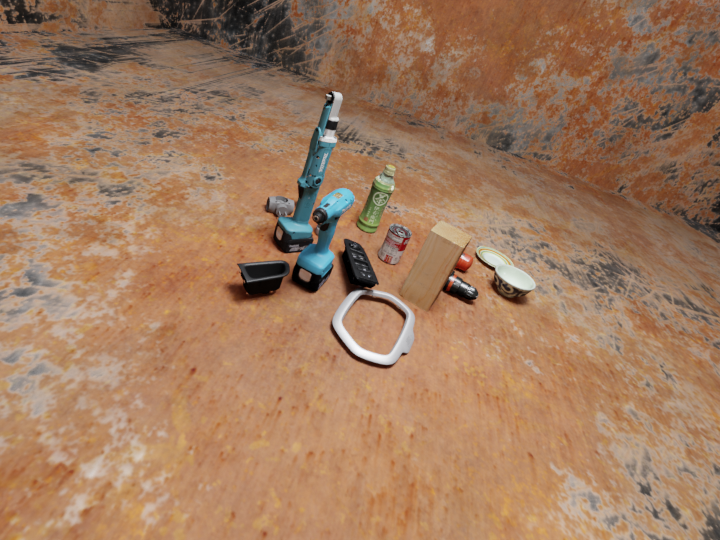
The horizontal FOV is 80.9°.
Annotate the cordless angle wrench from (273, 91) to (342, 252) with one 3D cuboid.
[{"bbox_3d":[-0.121,-0.234,1.054,0.094,0.418,0.078,-5,41,-38],"label":"cordless angle wrench"}]

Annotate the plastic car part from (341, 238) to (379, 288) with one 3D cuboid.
[{"bbox_3d":[-0.010,-0.013,1.111,0.064,0.066,0.211,9,34,-18],"label":"plastic car part"}]

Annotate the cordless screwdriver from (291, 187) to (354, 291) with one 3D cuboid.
[{"bbox_3d":[-0.095,-0.062,0.972,0.076,0.246,0.157,28,32,9],"label":"cordless screwdriver"}]

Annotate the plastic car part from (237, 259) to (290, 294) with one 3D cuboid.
[{"bbox_3d":[-0.216,0.022,0.948,0.112,0.070,0.070,-4,40,-34],"label":"plastic car part"}]

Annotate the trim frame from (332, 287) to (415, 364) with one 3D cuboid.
[{"bbox_3d":[0.037,0.121,0.971,0.188,0.027,0.246,26,33,10],"label":"trim frame"}]
